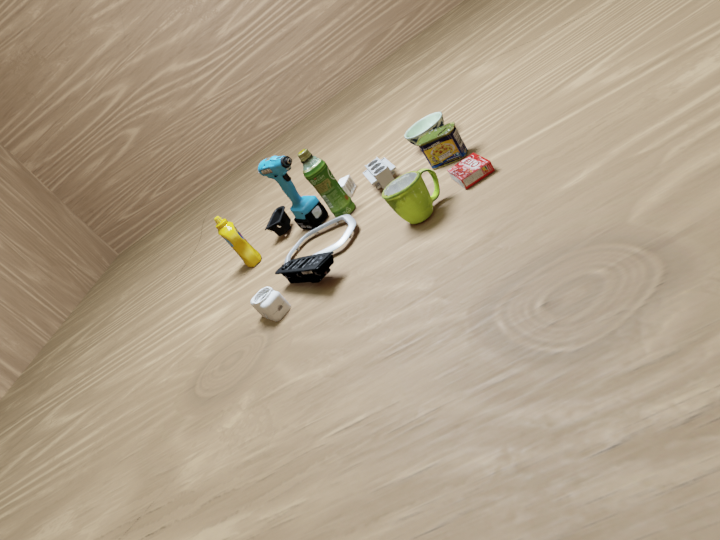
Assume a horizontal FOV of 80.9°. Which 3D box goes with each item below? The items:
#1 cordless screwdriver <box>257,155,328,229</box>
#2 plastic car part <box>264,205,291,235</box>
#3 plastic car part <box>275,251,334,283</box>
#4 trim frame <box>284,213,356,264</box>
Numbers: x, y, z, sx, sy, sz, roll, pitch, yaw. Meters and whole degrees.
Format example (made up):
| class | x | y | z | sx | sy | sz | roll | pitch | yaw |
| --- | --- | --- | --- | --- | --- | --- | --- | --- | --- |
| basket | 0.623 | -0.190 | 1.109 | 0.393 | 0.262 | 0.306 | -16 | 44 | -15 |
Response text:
| class | x | y | z | sx | sy | sz | roll | pitch | yaw |
| --- | --- | --- | --- | --- | --- | --- | --- | --- | --- |
| cordless screwdriver | -0.188 | -0.233 | 1.246 | 0.074 | 0.239 | 0.167 | -49 | 27 | -23 |
| plastic car part | -0.261 | -0.159 | 1.403 | 0.067 | 0.068 | 0.118 | -25 | 30 | 25 |
| plastic car part | -0.132 | -0.001 | 1.023 | 0.212 | 0.064 | 0.066 | -2 | 43 | 49 |
| trim frame | -0.112 | -0.073 | 1.146 | 0.255 | 0.026 | 0.187 | -22 | 32 | 28 |
